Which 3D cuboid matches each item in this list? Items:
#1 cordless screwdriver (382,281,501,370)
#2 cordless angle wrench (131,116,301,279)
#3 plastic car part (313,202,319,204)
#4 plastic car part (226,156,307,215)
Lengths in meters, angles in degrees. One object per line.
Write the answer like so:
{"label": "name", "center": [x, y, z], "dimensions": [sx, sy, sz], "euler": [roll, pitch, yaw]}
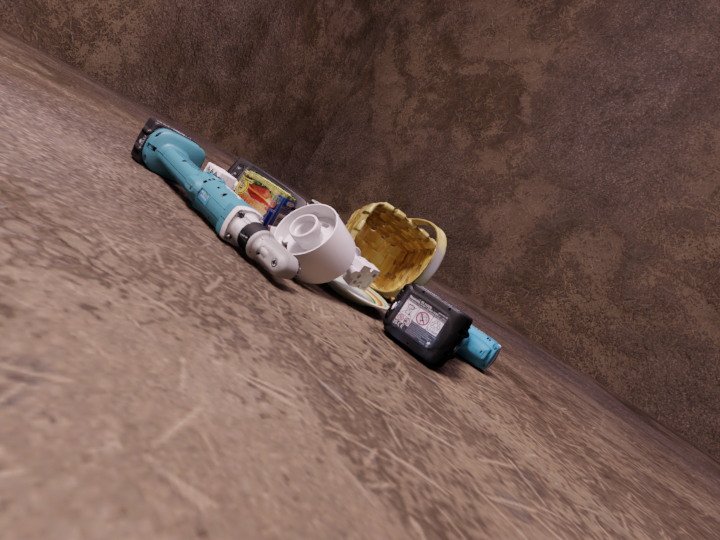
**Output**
{"label": "cordless screwdriver", "center": [0.108, 0.076, 0.629], "dimensions": [0.168, 0.074, 0.235], "euler": [35, 4, 32]}
{"label": "cordless angle wrench", "center": [-0.215, -0.110, 0.600], "dimensions": [0.448, 0.074, 0.092], "euler": [39, 11, 38]}
{"label": "plastic car part", "center": [-0.073, -0.048, 0.745], "dimensions": [0.120, 0.066, 0.068], "euler": [62, 2, 19]}
{"label": "plastic car part", "center": [-0.198, -0.160, 0.893], "dimensions": [0.212, 0.066, 0.064], "euler": [33, -19, 25]}
